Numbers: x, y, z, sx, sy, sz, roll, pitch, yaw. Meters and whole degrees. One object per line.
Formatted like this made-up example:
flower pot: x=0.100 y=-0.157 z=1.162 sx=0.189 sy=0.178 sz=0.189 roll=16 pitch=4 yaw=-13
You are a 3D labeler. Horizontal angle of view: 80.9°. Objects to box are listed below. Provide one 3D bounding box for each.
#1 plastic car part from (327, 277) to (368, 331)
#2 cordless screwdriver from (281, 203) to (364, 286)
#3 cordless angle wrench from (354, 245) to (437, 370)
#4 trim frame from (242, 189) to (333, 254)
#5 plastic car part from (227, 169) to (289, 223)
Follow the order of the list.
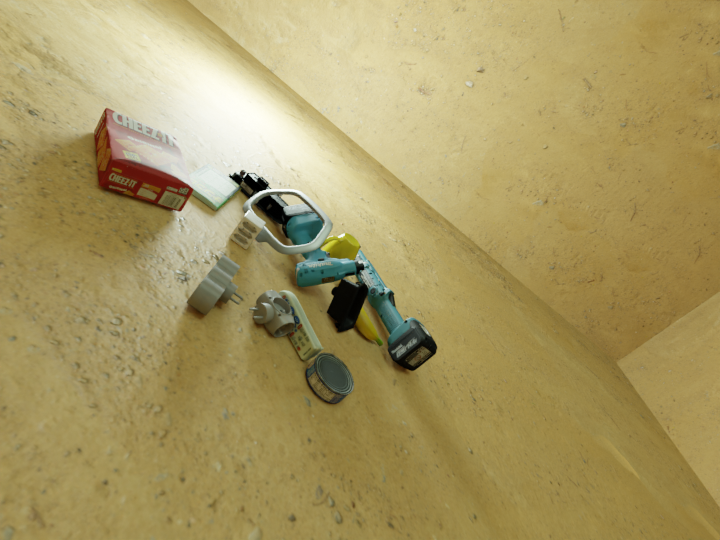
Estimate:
plastic car part: x=-0.035 y=0.067 z=0.935 sx=0.074 sy=0.116 sz=0.063 roll=26 pitch=13 yaw=28
cordless screwdriver: x=-0.100 y=-0.066 z=1.028 sx=0.156 sy=0.072 sz=0.261 roll=-10 pitch=44 yaw=-15
cordless angle wrench: x=0.050 y=0.064 z=1.099 sx=0.070 sy=0.098 sz=0.445 roll=37 pitch=14 yaw=-40
trim frame: x=-0.179 y=-0.123 z=1.018 sx=0.180 sy=0.027 sz=0.261 roll=-26 pitch=54 yaw=-26
plastic car part: x=-0.264 y=-0.208 z=1.143 sx=0.207 sy=0.067 sz=0.065 roll=47 pitch=16 yaw=9
